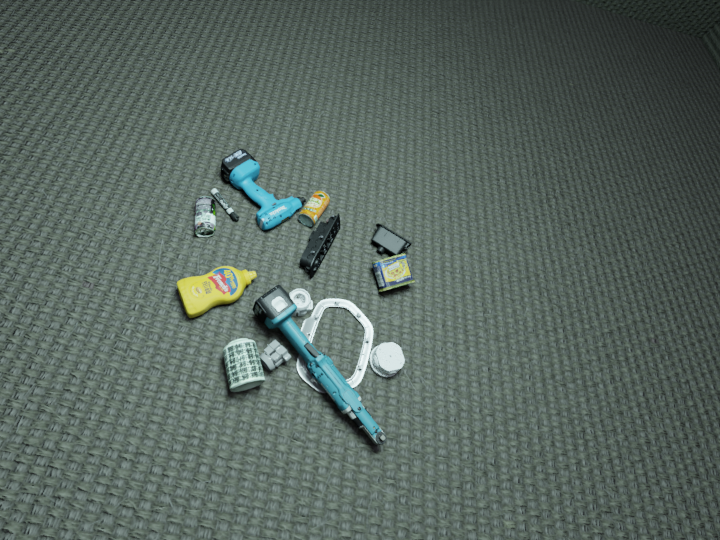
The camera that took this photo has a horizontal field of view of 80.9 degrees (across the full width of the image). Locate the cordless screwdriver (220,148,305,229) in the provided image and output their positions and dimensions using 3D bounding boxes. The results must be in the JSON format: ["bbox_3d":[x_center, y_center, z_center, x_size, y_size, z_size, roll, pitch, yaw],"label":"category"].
[{"bbox_3d":[-0.285,-0.245,1.233,0.156,0.074,0.254,-34,77,-28],"label":"cordless screwdriver"}]

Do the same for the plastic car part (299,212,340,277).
[{"bbox_3d":[-0.115,-0.075,1.178,0.068,0.065,0.205,17,58,5],"label":"plastic car part"}]

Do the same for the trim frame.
[{"bbox_3d":[-0.064,0.182,1.061,0.184,0.027,0.251,19,60,0],"label":"trim frame"}]

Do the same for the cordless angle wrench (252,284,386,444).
[{"bbox_3d":[-0.091,0.223,0.977,0.073,0.097,0.432,-35,77,-29],"label":"cordless angle wrench"}]

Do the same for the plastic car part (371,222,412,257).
[{"bbox_3d":[0.080,-0.076,1.229,0.119,0.065,0.071,31,73,8],"label":"plastic car part"}]
